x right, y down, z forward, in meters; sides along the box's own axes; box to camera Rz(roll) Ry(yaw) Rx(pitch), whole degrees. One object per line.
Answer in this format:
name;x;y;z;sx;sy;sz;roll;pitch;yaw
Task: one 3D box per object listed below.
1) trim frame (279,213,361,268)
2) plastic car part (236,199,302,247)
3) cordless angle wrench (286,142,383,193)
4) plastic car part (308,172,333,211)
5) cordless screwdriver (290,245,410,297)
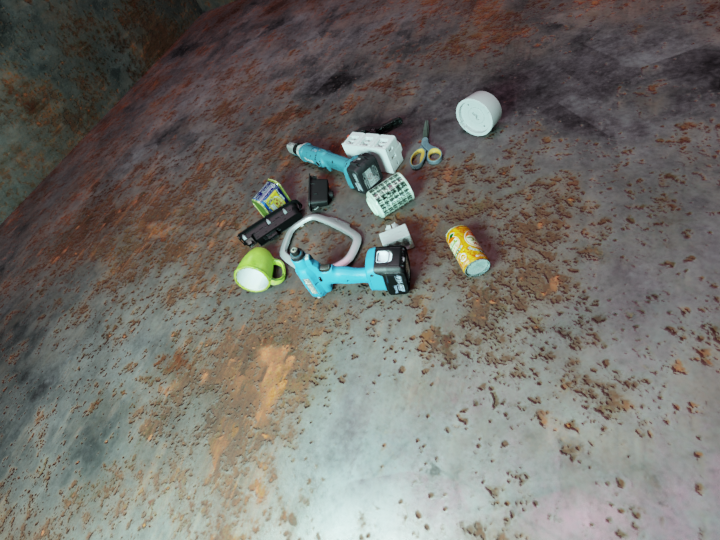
trim frame;-0.107;-0.070;1.096;0.263;0.026;0.183;27;71;42
plastic car part;-0.244;-0.127;1.191;0.202;0.063;0.071;-37;56;-4
cordless angle wrench;-0.107;-0.334;1.271;0.074;0.093;0.448;-42;44;-15
plastic car part;-0.112;-0.217;1.201;0.071;0.063;0.120;-8;52;3
cordless screwdriver;-0.024;-0.007;0.914;0.257;0.151;0.076;-5;51;22
